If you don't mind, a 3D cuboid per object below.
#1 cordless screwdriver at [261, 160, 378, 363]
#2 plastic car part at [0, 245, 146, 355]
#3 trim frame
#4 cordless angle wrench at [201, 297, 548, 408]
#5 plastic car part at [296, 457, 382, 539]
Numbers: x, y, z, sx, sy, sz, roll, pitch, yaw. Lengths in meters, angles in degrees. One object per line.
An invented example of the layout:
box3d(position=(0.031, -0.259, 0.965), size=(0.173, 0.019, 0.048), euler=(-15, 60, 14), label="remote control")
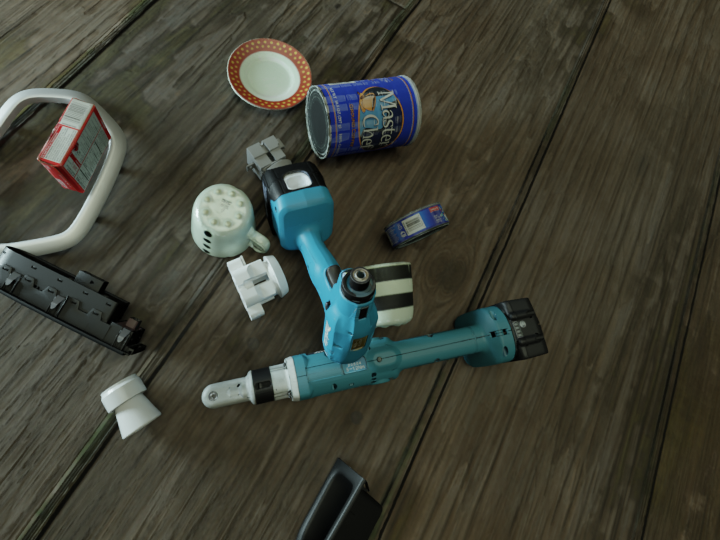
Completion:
box3d(position=(-0.048, -0.031, 0.487), size=(0.073, 0.155, 0.260), euler=(-15, 57, -17), label="cordless screwdriver")
box3d(position=(-0.334, 0.028, 0.477), size=(0.202, 0.066, 0.067), euler=(23, 89, -3), label="plastic car part")
box3d(position=(-0.411, -0.128, 0.539), size=(0.181, 0.028, 0.251), euler=(16, 72, -8), label="trim frame")
box3d(position=(0.019, 0.112, 0.527), size=(0.416, 0.097, 0.076), euler=(-10, 75, -12), label="cordless angle wrench")
box3d(position=(-0.018, 0.292, 0.481), size=(0.069, 0.068, 0.116), euler=(36, 72, -18), label="plastic car part")
